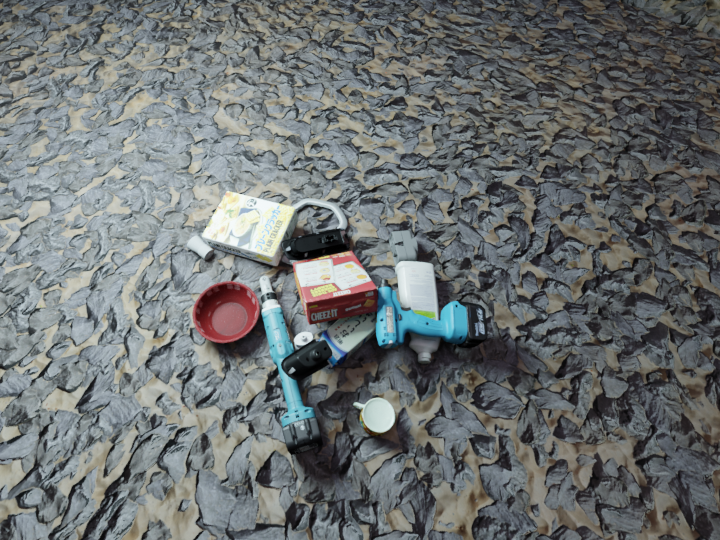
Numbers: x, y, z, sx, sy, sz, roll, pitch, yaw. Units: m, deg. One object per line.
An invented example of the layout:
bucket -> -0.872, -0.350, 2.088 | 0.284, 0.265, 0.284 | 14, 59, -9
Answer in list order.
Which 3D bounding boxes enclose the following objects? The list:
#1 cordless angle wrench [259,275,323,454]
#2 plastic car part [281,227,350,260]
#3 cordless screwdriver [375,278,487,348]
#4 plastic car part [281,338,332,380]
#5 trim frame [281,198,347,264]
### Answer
cordless angle wrench -> -0.182, 0.191, 0.983 | 0.073, 0.095, 0.441 | -16, 57, -10
plastic car part -> -0.109, -0.072, 1.120 | 0.196, 0.069, 0.066 | -14, 89, -27
cordless screwdriver -> 0.157, 0.101, 0.983 | 0.246, 0.073, 0.163 | 2, 63, -6
plastic car part -> -0.105, 0.187, 0.908 | 0.112, 0.072, 0.067 | -22, 76, -49
trim frame -> -0.152, -0.113, 1.200 | 0.191, 0.027, 0.245 | 38, 64, 20
